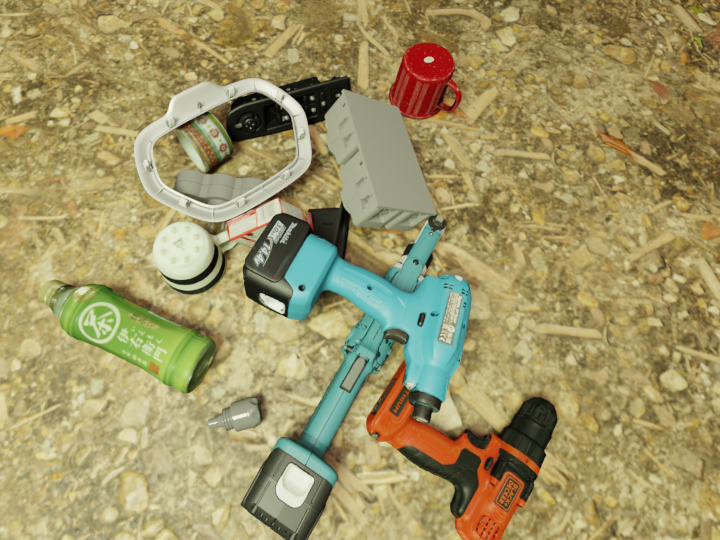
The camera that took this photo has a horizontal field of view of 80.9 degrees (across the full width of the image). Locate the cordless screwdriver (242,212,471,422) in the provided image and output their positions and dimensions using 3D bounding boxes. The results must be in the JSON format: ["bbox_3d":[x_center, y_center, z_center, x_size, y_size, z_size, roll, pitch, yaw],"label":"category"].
[{"bbox_3d":[-0.010,0.045,0.460,0.251,0.073,0.160,20,61,4],"label":"cordless screwdriver"}]

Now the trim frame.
[{"bbox_3d":[-0.178,-0.171,0.571,0.245,0.027,0.186,-36,84,-19],"label":"trim frame"}]

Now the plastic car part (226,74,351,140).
[{"bbox_3d":[-0.118,-0.261,0.660,0.200,0.064,0.070,-23,64,-11],"label":"plastic car part"}]

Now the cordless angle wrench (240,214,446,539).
[{"bbox_3d":[0.009,0.093,0.518,0.075,0.097,0.423,30,66,5],"label":"cordless angle wrench"}]

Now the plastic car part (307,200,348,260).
[{"bbox_3d":[-0.057,-0.037,0.580,0.072,0.063,0.119,0,65,10],"label":"plastic car part"}]
